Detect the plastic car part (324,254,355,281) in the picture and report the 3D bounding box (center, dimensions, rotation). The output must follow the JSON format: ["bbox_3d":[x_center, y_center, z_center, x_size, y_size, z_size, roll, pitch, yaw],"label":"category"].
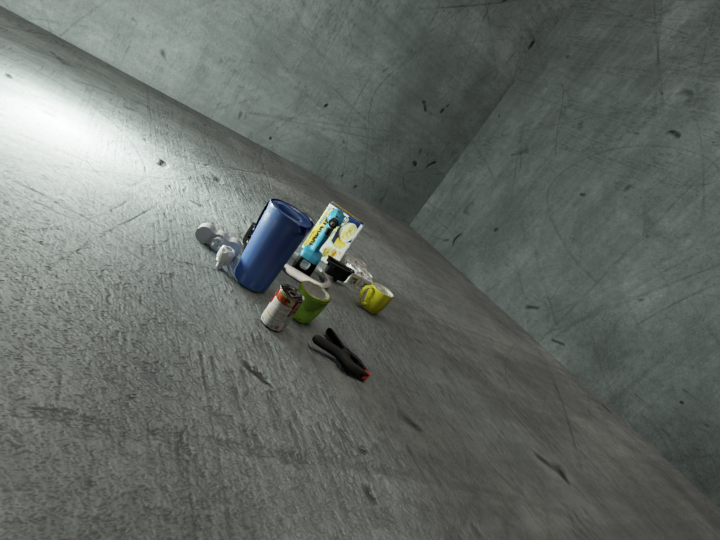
[{"bbox_3d":[-0.087,0.005,1.561,0.116,0.071,0.066,33,16,-5],"label":"plastic car part"}]

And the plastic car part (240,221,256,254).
[{"bbox_3d":[-0.345,-0.094,1.353,0.065,0.067,0.207,31,16,-14],"label":"plastic car part"}]

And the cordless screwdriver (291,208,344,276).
[{"bbox_3d":[-0.138,-0.090,1.413,0.074,0.249,0.160,34,16,-7],"label":"cordless screwdriver"}]

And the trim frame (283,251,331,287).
[{"bbox_3d":[-0.208,-0.012,1.453,0.247,0.027,0.186,32,16,-5],"label":"trim frame"}]
